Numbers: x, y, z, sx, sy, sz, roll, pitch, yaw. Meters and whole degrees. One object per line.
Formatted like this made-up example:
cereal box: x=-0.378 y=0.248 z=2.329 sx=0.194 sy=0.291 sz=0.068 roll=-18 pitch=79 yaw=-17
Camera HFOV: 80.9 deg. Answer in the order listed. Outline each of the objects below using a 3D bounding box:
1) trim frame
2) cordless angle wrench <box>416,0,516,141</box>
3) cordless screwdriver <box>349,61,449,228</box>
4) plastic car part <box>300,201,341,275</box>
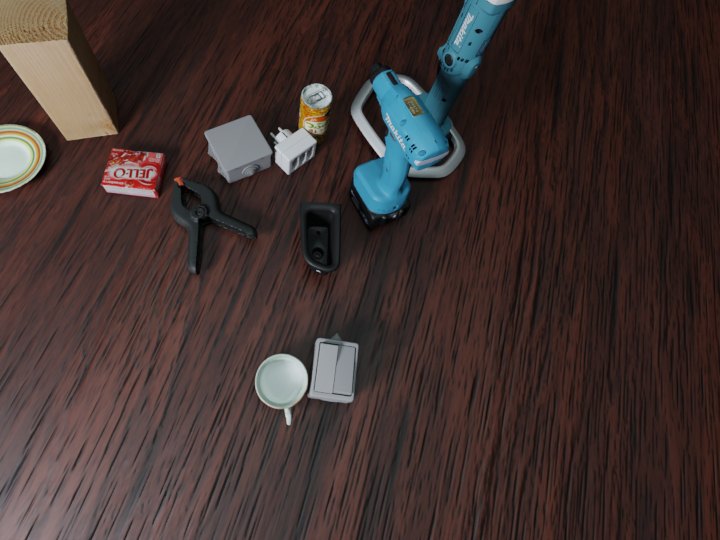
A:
trim frame: x=0.091 y=-0.277 z=0.806 sx=0.181 sy=0.027 sz=0.255 roll=-31 pitch=74 yaw=-16
cordless angle wrench: x=0.147 y=-0.316 z=0.616 sx=0.073 sy=0.419 sz=0.100 roll=-29 pitch=79 yaw=-19
cordless screwdriver: x=0.037 y=-0.176 z=0.642 sx=0.073 sy=0.246 sz=0.163 roll=-22 pitch=75 yaw=-17
plastic car part: x=-0.066 y=-0.043 z=0.673 sx=0.065 sy=0.070 sz=0.119 roll=1 pitch=69 yaw=-8
